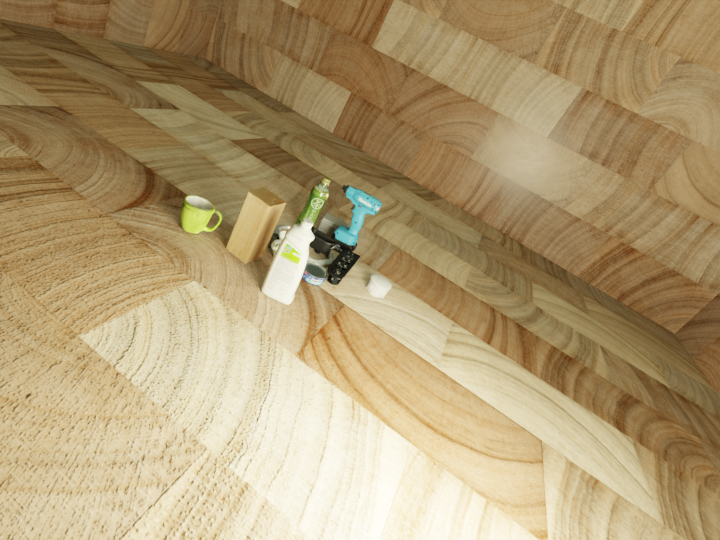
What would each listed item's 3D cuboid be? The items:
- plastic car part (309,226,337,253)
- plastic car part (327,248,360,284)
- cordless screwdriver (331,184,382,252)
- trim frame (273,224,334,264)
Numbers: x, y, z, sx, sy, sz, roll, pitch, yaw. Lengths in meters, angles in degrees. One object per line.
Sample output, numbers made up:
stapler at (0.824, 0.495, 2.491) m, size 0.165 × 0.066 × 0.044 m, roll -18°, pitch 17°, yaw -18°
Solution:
plastic car part at (-0.149, -0.097, 1.521) m, size 0.119 × 0.070 × 0.064 m, roll 34°, pitch 26°, yaw 12°
plastic car part at (-0.067, -0.008, 1.440) m, size 0.067 × 0.067 × 0.201 m, roll 30°, pitch 26°, yaw 3°
cordless screwdriver at (-0.043, -0.190, 1.588) m, size 0.162 × 0.248 × 0.073 m, roll 33°, pitch 26°, yaw 8°
trim frame at (-0.203, -0.090, 1.507) m, size 0.250 × 0.027 × 0.184 m, roll 28°, pitch 26°, yaw 2°
